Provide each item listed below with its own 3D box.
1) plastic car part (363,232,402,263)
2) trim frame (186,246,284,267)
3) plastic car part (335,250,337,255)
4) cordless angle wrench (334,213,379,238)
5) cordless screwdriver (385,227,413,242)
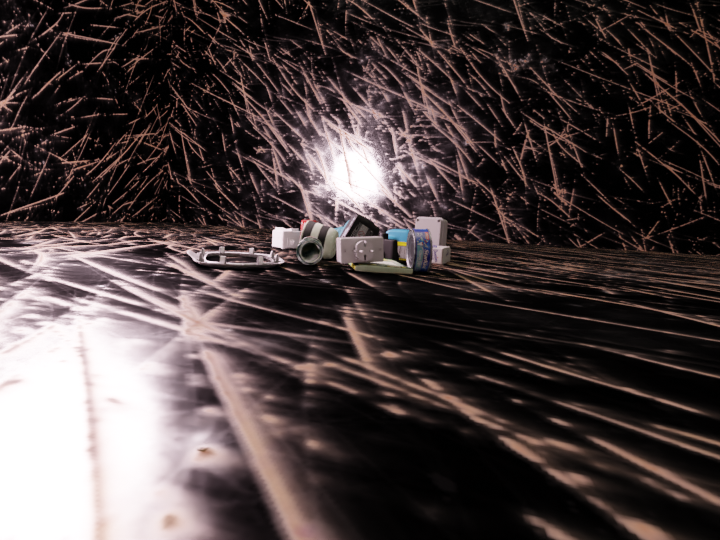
[{"bbox_3d":[0.048,-0.054,1.002,0.122,0.071,0.063,4,5,38],"label":"plastic car part"},{"bbox_3d":[-0.248,-0.028,0.841,0.180,0.027,0.256,0,9,-16],"label":"trim frame"},{"bbox_3d":[-0.113,-0.074,1.160,0.065,0.066,0.209,-9,7,-17],"label":"plastic car part"},{"bbox_3d":[-0.067,-0.100,1.261,0.072,0.098,0.435,33,-8,-18],"label":"cordless angle wrench"},{"bbox_3d":[0.110,-0.081,1.262,0.166,0.074,0.240,6,11,28],"label":"cordless screwdriver"}]
